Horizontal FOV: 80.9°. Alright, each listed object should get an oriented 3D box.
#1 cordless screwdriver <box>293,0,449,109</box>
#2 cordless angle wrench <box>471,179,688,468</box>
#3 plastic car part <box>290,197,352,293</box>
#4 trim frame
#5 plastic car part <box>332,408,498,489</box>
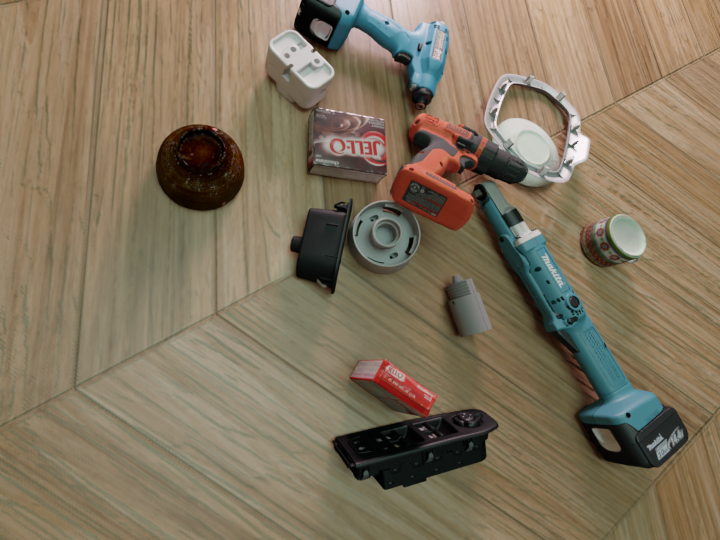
[{"bbox_3d":[0.020,-0.358,0.660,0.243,0.075,0.161,19,70,-13],"label":"cordless screwdriver"},{"bbox_3d":[0.284,0.053,0.603,0.096,0.074,0.431,-23,78,-22],"label":"cordless angle wrench"},{"bbox_3d":[-0.054,-0.035,0.549,0.071,0.065,0.117,14,73,3],"label":"plastic car part"},{"bbox_3d":[0.296,-0.244,0.700,0.183,0.027,0.249,31,56,-3],"label":"trim frame"},{"bbox_3d":[0.075,0.212,0.499,0.198,0.068,0.067,-11,88,-18],"label":"plastic car part"}]
